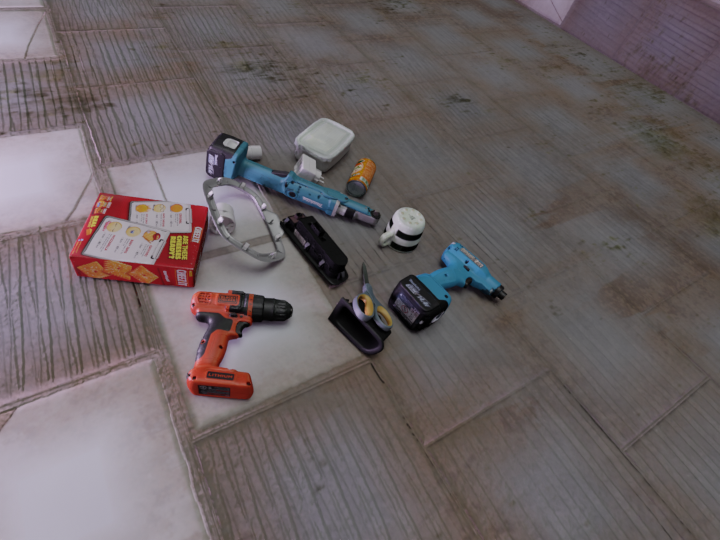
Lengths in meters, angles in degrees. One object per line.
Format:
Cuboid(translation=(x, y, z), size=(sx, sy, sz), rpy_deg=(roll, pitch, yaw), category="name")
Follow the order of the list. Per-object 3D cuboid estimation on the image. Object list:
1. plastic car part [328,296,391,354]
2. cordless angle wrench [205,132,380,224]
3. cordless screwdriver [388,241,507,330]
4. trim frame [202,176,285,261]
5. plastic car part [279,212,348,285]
Cuboid(translation=(0.008, 0.100, 0.800), size=(0.120, 0.066, 0.069), rpy_deg=(42, 38, 16), category="plastic car part")
Cuboid(translation=(-0.153, -0.197, 0.995), size=(0.423, 0.097, 0.075), rpy_deg=(22, 49, 0), category="cordless angle wrench")
Cuboid(translation=(0.187, 0.043, 0.877), size=(0.242, 0.073, 0.166), rpy_deg=(-29, 63, -36), category="cordless screwdriver")
Cuboid(translation=(-0.242, -0.115, 0.896), size=(0.174, 0.028, 0.260), rpy_deg=(13, 37, -48), category="trim frame")
Cuboid(translation=(-0.088, -0.058, 0.905), size=(0.063, 0.067, 0.211), rpy_deg=(-11, 56, -45), category="plastic car part")
